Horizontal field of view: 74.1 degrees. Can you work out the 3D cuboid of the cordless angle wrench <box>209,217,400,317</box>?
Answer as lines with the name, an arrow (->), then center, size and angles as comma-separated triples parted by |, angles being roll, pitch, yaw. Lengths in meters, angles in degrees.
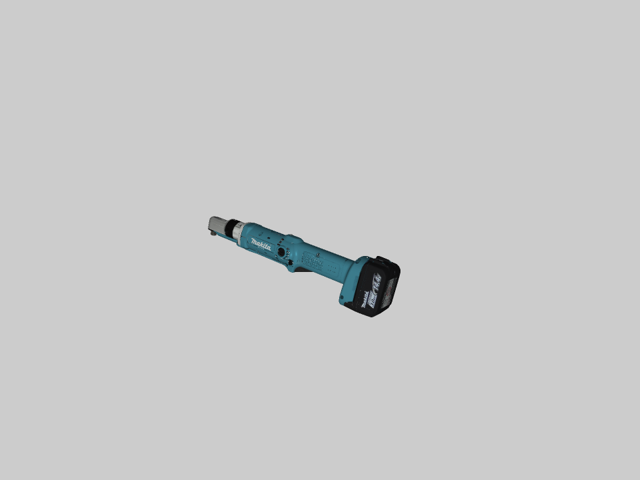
cordless angle wrench -> -0.059, 0.023, 0.817 | 0.423, 0.098, 0.074 | 20, 15, 27
